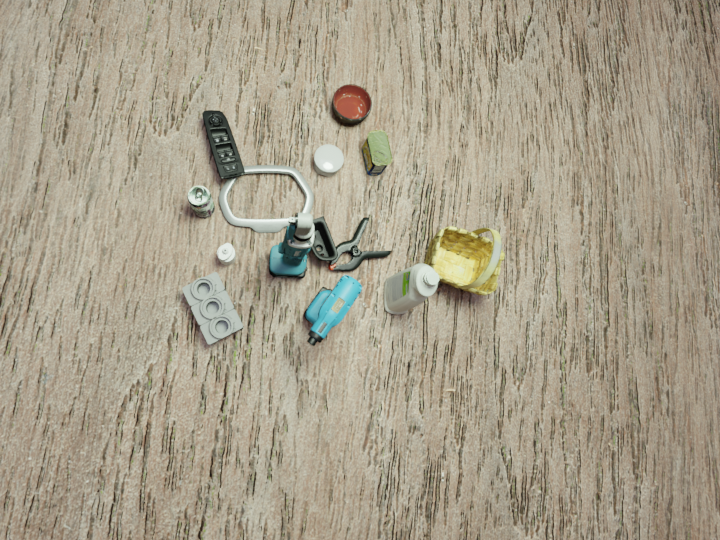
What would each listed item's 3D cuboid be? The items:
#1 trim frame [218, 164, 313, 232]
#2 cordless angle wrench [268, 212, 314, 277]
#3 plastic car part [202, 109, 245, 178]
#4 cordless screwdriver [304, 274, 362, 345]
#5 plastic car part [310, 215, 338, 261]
[{"bbox_3d":[-0.247,-0.191,1.118,0.245,0.027,0.187,-2,77,-9],"label":"trim frame"},{"bbox_3d":[-0.139,-0.050,0.896,0.096,0.425,0.075,4,80,-13],"label":"cordless angle wrench"},{"bbox_3d":[-0.362,-0.328,1.112,0.065,0.067,0.206,-17,81,-14],"label":"plastic car part"},{"bbox_3d":[-0.081,0.100,0.960,0.074,0.250,0.159,36,74,-5],"label":"cordless screwdriver"},{"bbox_3d":[-0.106,-0.070,1.088,0.065,0.071,0.118,-21,82,-15],"label":"plastic car part"}]
